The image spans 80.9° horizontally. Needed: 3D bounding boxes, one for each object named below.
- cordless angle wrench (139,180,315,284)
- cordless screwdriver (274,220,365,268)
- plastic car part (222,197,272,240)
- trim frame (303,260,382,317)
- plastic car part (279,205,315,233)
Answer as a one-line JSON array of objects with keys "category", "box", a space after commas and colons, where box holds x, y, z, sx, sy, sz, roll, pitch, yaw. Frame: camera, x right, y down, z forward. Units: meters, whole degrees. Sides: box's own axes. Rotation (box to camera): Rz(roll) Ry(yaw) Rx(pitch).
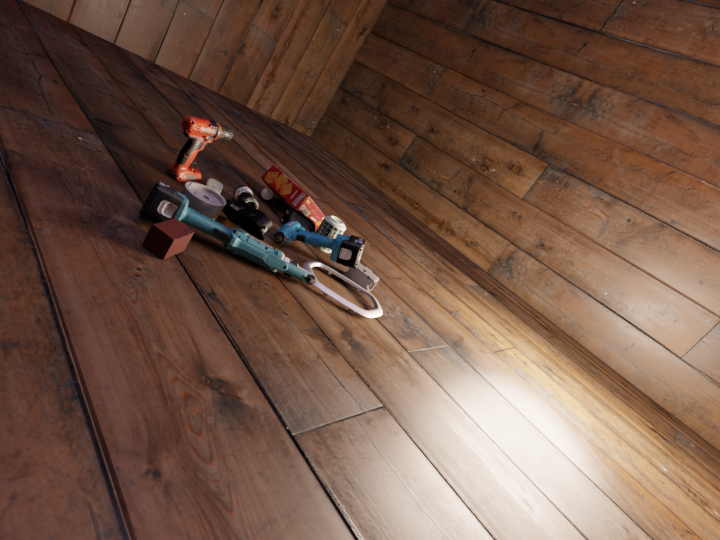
[{"category": "cordless angle wrench", "box": [-0.280, -0.066, 0.962, 0.406, 0.074, 0.102, 29, 2, -24]}, {"category": "cordless screwdriver", "box": [-0.117, -0.076, 1.192, 0.253, 0.073, 0.158, 17, 17, 9]}, {"category": "plastic car part", "box": [-0.282, -0.133, 1.062, 0.066, 0.064, 0.215, -29, 40, -24]}, {"category": "trim frame", "box": [-0.047, 0.050, 1.124, 0.248, 0.027, 0.185, 29, 19, -3]}, {"category": "plastic car part", "box": [-0.197, -0.137, 1.329, 0.114, 0.066, 0.072, 33, 33, -10]}]
